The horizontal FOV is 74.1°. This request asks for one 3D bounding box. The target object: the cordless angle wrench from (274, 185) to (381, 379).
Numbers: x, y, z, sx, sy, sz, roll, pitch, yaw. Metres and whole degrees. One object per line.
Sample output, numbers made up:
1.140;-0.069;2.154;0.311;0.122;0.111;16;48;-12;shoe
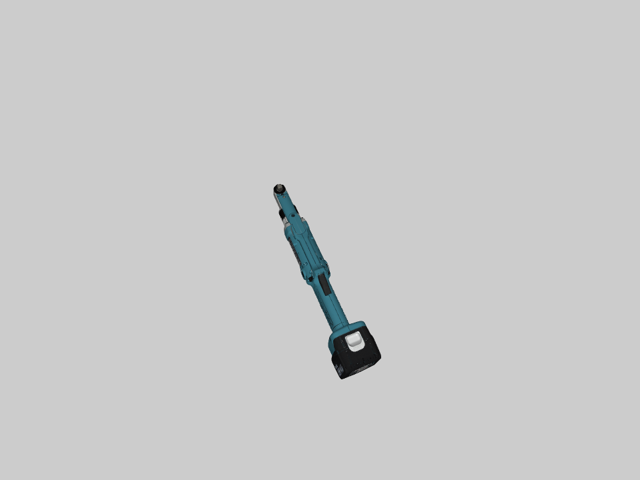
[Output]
-0.010;0.061;0.855;0.074;0.422;0.098;-20;-24;-15;cordless angle wrench
